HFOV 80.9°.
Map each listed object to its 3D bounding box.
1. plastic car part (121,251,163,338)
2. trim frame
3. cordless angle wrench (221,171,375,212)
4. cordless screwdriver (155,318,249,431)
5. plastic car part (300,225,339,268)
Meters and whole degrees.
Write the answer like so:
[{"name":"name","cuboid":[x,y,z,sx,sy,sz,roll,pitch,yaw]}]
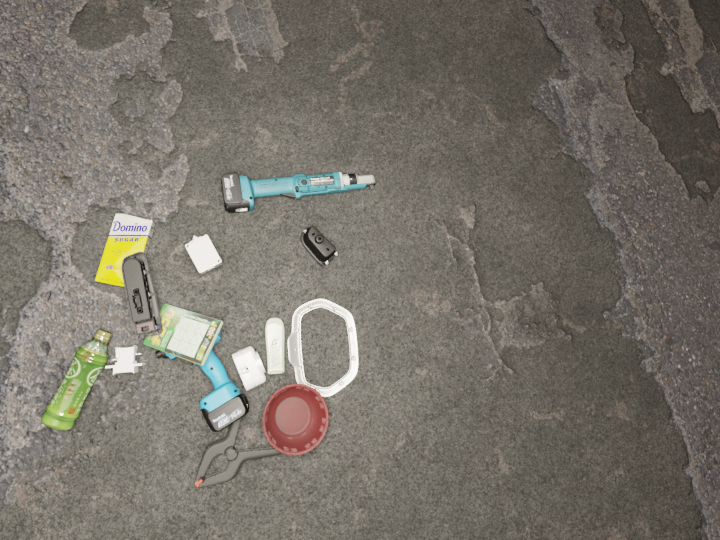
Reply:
[{"name":"plastic car part","cuboid":[-0.522,0.055,0.990,0.066,0.067,0.205,-13,81,-6]},{"name":"trim frame","cuboid":[-0.097,0.198,1.098,0.181,0.028,0.251,-3,82,-10]},{"name":"cordless angle wrench","cuboid":[-0.159,-0.229,1.149,0.414,0.075,0.099,-8,83,-14]},{"name":"cordless screwdriver","cuboid":[-0.374,0.257,1.004,0.157,0.073,0.255,-26,75,-11]},{"name":"plastic car part","cuboid":[-0.110,-0.072,1.125,0.065,0.072,0.116,-43,94,-17]}]
